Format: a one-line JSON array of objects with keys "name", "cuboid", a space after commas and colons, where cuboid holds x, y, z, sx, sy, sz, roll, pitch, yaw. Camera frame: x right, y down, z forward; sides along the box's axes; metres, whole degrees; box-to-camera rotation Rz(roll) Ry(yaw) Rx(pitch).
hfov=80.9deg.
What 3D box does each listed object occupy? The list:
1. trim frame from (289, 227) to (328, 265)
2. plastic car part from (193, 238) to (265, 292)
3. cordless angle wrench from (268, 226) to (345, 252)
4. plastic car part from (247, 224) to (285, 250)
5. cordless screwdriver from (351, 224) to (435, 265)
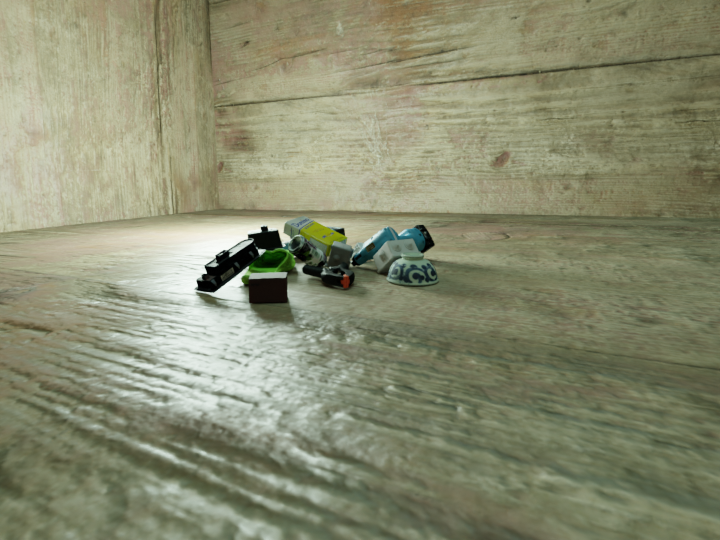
[{"name": "trim frame", "cuboid": [-0.127, -0.083, 1.295, 0.181, 0.027, 0.258, 4, 31, -12]}, {"name": "plastic car part", "cuboid": [-0.309, -0.021, 1.002, 0.069, 0.065, 0.199, -4, 23, 33]}, {"name": "cordless angle wrench", "cuboid": [-0.205, -0.075, 1.349, 0.103, 0.073, 0.407, 8, 17, 36]}, {"name": "plastic car part", "cuboid": [-0.280, -0.094, 1.218, 0.116, 0.069, 0.068, -11, 21, -5]}, {"name": "cordless screwdriver", "cuboid": [0.092, -0.065, 1.211, 0.162, 0.076, 0.238, -37, -18, 36]}]
